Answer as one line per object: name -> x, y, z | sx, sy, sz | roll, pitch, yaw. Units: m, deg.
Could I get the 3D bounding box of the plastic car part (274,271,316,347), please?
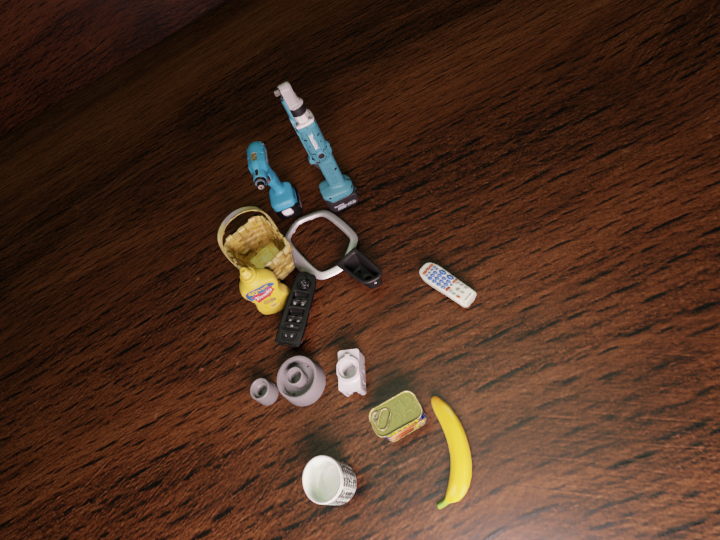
plastic car part -> -0.150, 0.099, 1.063 | 0.069, 0.064, 0.206 | -1, 60, 21

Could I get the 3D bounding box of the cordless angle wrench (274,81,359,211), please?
cordless angle wrench -> -0.108, -0.307, 1.083 | 0.099, 0.402, 0.078 | -24, 55, 5

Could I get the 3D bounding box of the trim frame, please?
trim frame -> -0.115, -0.075, 1.177 | 0.183, 0.026, 0.262 | -43, 54, -6

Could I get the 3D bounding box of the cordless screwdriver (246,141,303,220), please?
cordless screwdriver -> -0.242, -0.229, 1.194 | 0.075, 0.236, 0.166 | -20, 56, 8

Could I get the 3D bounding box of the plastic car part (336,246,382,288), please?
plastic car part -> 0.008, 0.007, 1.050 | 0.066, 0.067, 0.123 | -44, 55, -8
